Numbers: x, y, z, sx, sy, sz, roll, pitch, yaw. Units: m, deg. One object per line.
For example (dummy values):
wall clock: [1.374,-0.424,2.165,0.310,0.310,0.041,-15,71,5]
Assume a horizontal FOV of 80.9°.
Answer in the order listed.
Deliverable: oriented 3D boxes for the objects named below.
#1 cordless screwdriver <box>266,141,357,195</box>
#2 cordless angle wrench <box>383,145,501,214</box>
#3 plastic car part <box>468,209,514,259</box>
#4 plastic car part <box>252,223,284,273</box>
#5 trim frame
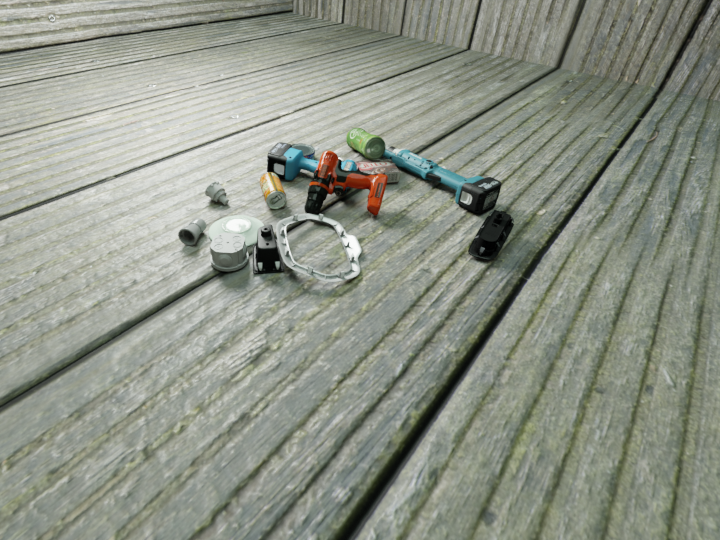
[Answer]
cordless screwdriver: [-0.141,-0.276,1.179,0.252,0.072,0.161,13,41,6]
cordless angle wrench: [0.194,-0.290,1.221,0.095,0.072,0.447,-25,45,-32]
plastic car part: [0.315,-0.092,0.996,0.068,0.065,0.201,28,47,15]
plastic car part: [-0.202,-0.056,0.907,0.065,0.069,0.122,-4,43,-13]
trim frame: [-0.092,-0.060,0.937,0.179,0.027,0.260,2,36,-19]
